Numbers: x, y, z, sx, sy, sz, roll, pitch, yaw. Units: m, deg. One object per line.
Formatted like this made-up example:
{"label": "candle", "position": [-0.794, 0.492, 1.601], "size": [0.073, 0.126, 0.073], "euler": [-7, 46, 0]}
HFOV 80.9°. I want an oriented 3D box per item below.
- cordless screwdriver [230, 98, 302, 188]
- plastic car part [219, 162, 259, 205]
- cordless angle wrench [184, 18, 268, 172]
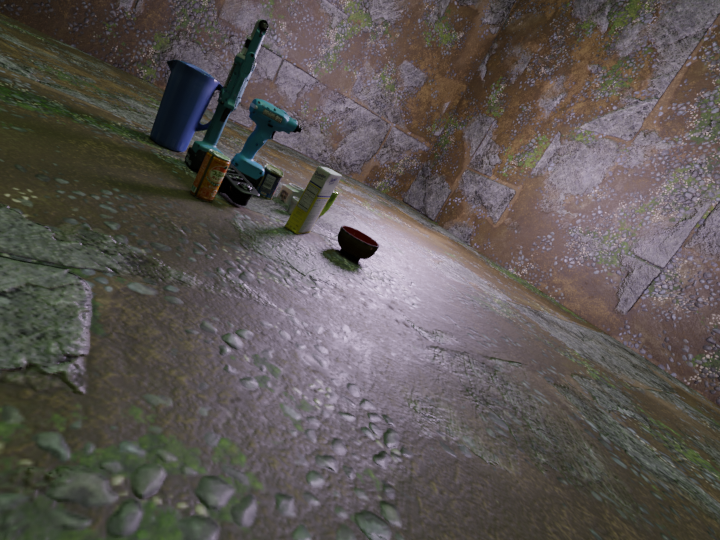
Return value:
{"label": "cordless screwdriver", "position": [-0.278, -0.340, 1.196], "size": [0.151, 0.248, 0.078], "euler": [18, 18, -37]}
{"label": "plastic car part", "position": [-0.329, -0.223, 1.065], "size": [0.214, 0.067, 0.063], "euler": [39, 17, 36]}
{"label": "cordless angle wrench", "position": [-0.347, -0.456, 1.120], "size": [0.070, 0.422, 0.103], "euler": [18, 18, -40]}
